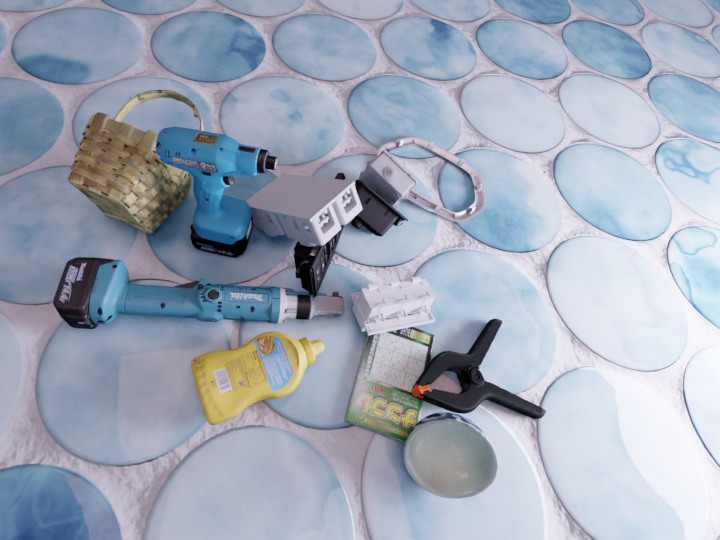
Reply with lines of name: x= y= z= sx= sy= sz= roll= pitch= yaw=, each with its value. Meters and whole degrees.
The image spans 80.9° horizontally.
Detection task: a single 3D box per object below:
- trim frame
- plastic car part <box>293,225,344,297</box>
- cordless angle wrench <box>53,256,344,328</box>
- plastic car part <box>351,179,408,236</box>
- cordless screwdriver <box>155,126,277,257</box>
trim frame: x=0.148 y=-0.197 z=0.883 sx=0.253 sy=0.027 sz=0.183 roll=34 pitch=62 yaw=9
plastic car part: x=-0.071 y=-0.047 z=0.728 sx=0.069 sy=0.064 sz=0.204 roll=4 pitch=41 yaw=20
cordless angle wrench: x=-0.231 y=0.047 z=0.661 sx=0.416 sy=0.073 sz=0.101 roll=4 pitch=58 yaw=-10
plastic car part: x=0.016 y=-0.105 z=0.778 sx=0.113 sy=0.068 sz=0.071 roll=35 pitch=86 yaw=-16
cordless screwdriver: x=-0.203 y=-0.110 z=0.650 sx=0.160 sy=0.244 sz=0.076 roll=12 pitch=60 yaw=0
